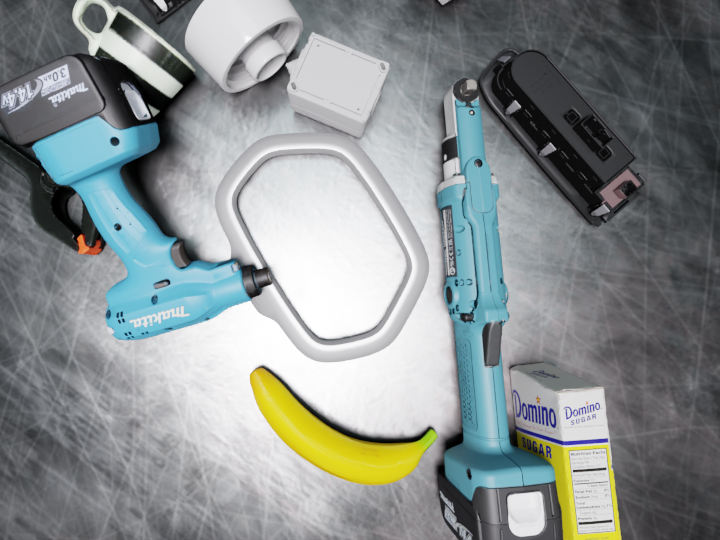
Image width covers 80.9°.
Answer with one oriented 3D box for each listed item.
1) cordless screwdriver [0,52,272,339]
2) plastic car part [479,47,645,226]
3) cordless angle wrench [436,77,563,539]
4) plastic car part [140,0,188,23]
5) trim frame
[{"bbox_3d":[-0.189,-0.061,0.379,0.160,0.076,0.242,-15,109,4],"label":"cordless screwdriver"},{"bbox_3d":[0.199,-0.139,0.416,0.066,0.066,0.205,-40,85,5],"label":"plastic car part"},{"bbox_3d":[0.110,0.024,0.399,0.073,0.098,0.426,-2,82,-10],"label":"cordless angle wrench"},{"bbox_3d":[-0.227,-0.331,0.430,0.066,0.071,0.116,-39,91,-3],"label":"plastic car part"},{"bbox_3d":[-0.042,-0.028,0.432,0.184,0.027,0.249,-32,88,-2],"label":"trim frame"}]
